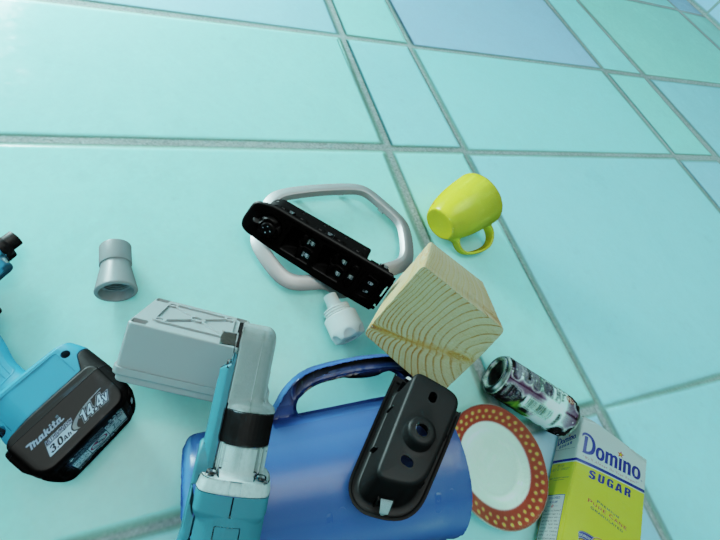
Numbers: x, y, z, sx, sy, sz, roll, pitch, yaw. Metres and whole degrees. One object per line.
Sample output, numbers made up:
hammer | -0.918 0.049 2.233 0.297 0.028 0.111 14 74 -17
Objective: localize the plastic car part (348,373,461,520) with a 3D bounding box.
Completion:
plastic car part | 0.041 0.131 0.332 0.068 0.069 0.116 26 47 12

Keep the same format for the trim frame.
trim frame | -0.036 -0.049 0.605 0.240 0.027 0.191 -9 61 -26

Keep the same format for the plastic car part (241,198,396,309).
plastic car part | -0.053 -0.035 0.539 0.203 0.066 0.067 28 45 0

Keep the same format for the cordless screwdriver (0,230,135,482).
cordless screwdriver | -0.325 0.069 0.404 0.252 0.073 0.159 30 54 6

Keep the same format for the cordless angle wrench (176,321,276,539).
cordless angle wrench | -0.106 0.247 0.269 0.096 0.075 0.427 12 77 -13
